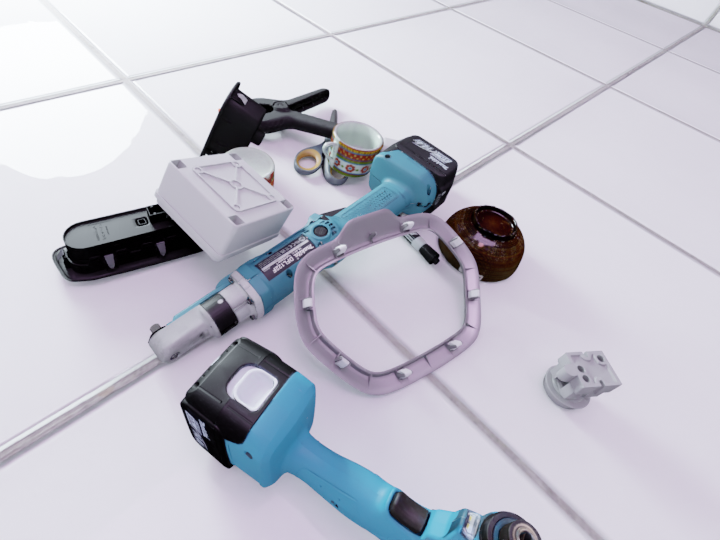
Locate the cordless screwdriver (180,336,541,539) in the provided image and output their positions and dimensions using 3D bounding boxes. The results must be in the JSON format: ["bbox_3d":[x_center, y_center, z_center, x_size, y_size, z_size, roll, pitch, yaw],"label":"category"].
[{"bbox_3d":[-0.014,0.141,0.306,0.257,0.156,0.073,30,49,15],"label":"cordless screwdriver"}]

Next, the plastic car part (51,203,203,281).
[{"bbox_3d":[-0.242,-0.042,0.485,0.198,0.066,0.069,-22,66,-25],"label":"plastic car part"}]

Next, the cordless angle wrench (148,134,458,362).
[{"bbox_3d":[-0.049,-0.032,0.498,0.416,0.072,0.102,-38,66,-27],"label":"cordless angle wrench"}]

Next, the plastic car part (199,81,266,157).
[{"bbox_3d":[-0.175,-0.202,0.609,0.068,0.118,0.067,32,46,-20],"label":"plastic car part"}]

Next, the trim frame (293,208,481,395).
[{"bbox_3d":[0.042,0.023,0.464,0.242,0.028,0.187,-20,80,-26],"label":"trim frame"}]
